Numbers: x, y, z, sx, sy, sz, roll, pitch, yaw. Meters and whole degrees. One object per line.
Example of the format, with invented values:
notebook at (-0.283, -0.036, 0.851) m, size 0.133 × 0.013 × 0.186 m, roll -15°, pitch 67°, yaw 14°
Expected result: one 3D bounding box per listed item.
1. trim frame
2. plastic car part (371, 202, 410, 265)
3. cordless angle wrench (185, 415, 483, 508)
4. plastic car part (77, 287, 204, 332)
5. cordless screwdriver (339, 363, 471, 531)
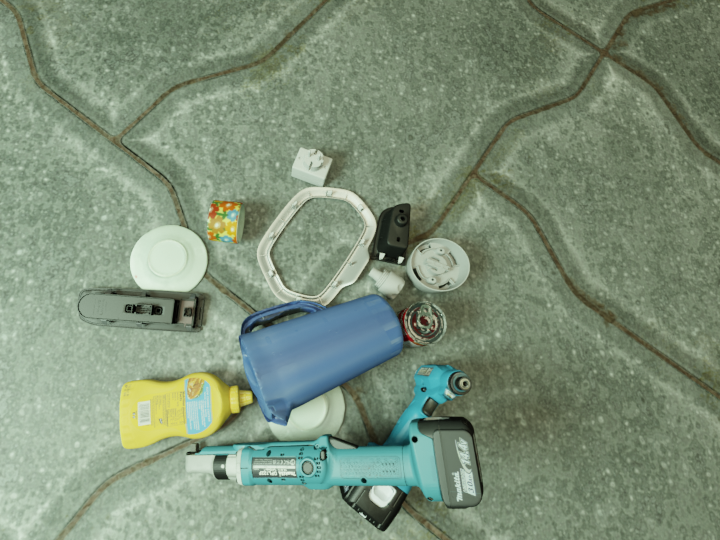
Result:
trim frame at (-0.076, -0.049, 0.772) m, size 0.185 × 0.027 × 0.248 m, roll 33°, pitch 70°, yaw 3°
plastic car part at (0.066, -0.076, 0.774) m, size 0.065 × 0.071 × 0.118 m, roll 12°, pitch 75°, yaw -8°
cordless angle wrench at (-0.061, 0.262, 0.579) m, size 0.434 × 0.071 × 0.100 m, roll -9°, pitch 73°, yaw 18°
plastic car part at (-0.364, 0.065, 0.686) m, size 0.202 × 0.067 × 0.066 m, roll 5°, pitch 89°, yaw -2°
cordless screwdriver at (0.072, 0.248, 0.627) m, size 0.075 × 0.159 × 0.248 m, roll 37°, pitch 74°, yaw 0°
